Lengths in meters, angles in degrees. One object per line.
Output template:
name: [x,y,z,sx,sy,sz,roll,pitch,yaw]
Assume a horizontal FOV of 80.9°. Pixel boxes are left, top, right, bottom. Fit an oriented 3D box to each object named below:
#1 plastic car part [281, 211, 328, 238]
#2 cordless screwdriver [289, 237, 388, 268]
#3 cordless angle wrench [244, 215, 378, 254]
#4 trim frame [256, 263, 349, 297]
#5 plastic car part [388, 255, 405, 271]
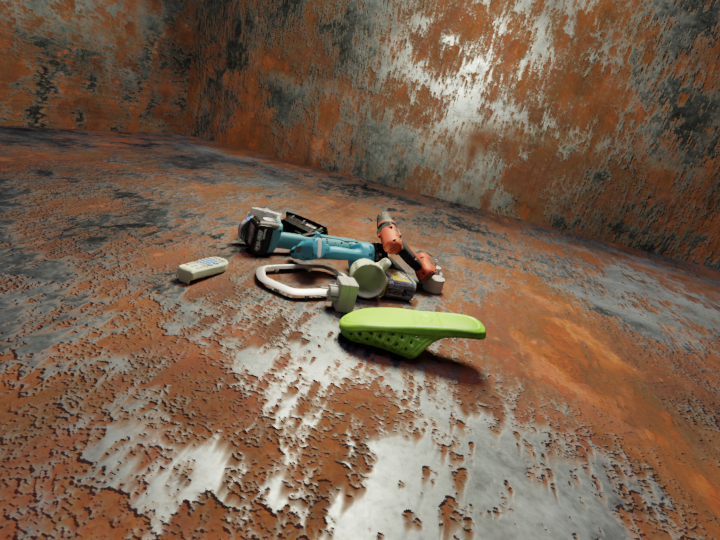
plastic car part: [-0.192,-0.133,1.377,0.066,0.064,0.215,-32,43,-29]
cordless screwdriver: [-0.060,-0.042,1.135,0.238,0.075,0.165,6,-7,-30]
cordless angle wrench: [-0.120,-0.079,1.230,0.404,0.097,0.078,6,19,-30]
trim frame: [-0.132,0.020,1.021,0.238,0.027,0.195,-4,25,-34]
plastic car part: [0.081,-0.011,1.198,0.067,0.066,0.123,18,16,-36]
